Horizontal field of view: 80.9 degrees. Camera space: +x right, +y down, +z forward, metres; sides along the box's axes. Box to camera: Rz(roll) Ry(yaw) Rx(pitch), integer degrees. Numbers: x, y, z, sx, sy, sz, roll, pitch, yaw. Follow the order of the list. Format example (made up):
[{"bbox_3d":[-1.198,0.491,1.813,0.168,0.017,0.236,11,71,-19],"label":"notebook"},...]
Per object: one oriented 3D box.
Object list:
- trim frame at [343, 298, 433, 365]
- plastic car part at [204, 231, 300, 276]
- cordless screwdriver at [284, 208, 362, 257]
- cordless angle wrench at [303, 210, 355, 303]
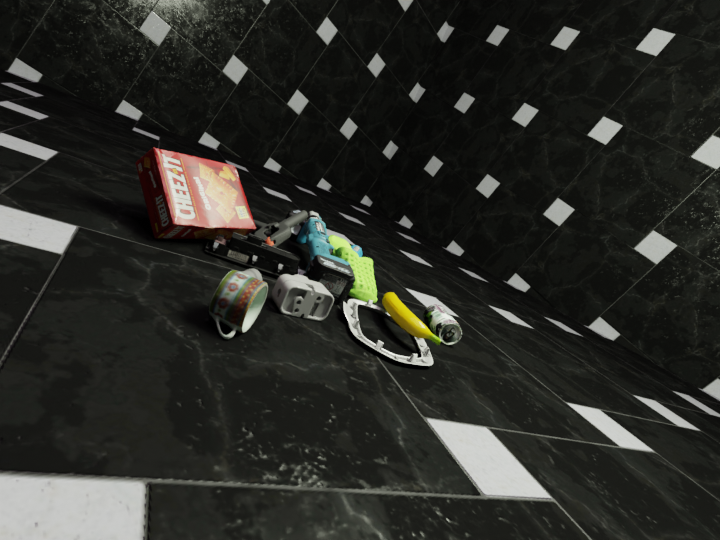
[{"bbox_3d":[0.048,0.111,0.815,0.183,0.027,0.252,22,14,-6],"label":"trim frame"},{"bbox_3d":[-0.208,-0.033,0.863,0.198,0.067,0.068,24,5,-14],"label":"plastic car part"},{"bbox_3d":[-0.113,-0.085,1.224,0.251,0.074,0.158,29,14,4],"label":"cordless screwdriver"},{"bbox_3d":[-0.101,-0.066,1.029,0.095,0.074,0.438,20,20,-20],"label":"cordless angle wrench"}]
